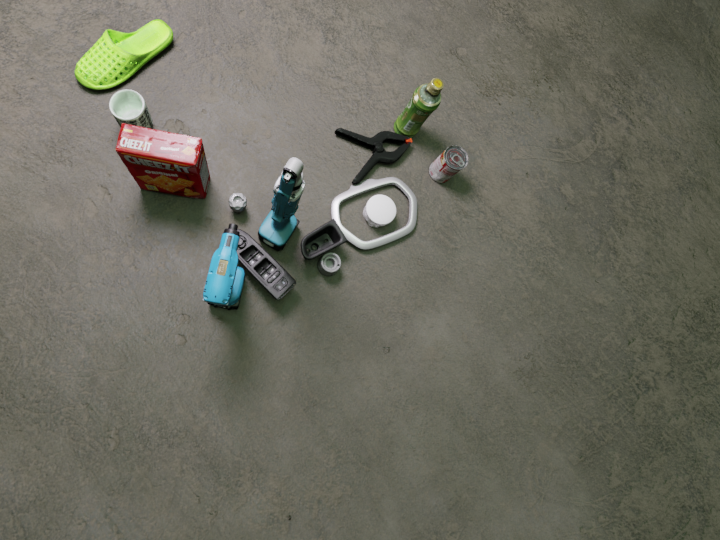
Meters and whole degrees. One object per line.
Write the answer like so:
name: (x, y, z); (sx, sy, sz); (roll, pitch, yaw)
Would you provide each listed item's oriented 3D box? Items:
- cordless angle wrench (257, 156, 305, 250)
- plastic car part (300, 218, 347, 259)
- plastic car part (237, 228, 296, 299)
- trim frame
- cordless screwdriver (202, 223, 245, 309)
cordless angle wrench: (-0.157, -0.135, 0.875); (0.074, 0.426, 0.098); (32, 74, -7)
plastic car part: (-0.103, -0.067, 1.051); (0.115, 0.071, 0.066); (-31, 87, -16)
plastic car part: (-0.247, -0.018, 1.017); (0.204, 0.067, 0.066); (46, 73, 2)
trim frame: (0.040, -0.157, 1.119); (0.245, 0.027, 0.187); (-23, 82, -14)
cordless screwdriver: (-0.287, 0.003, 0.911); (0.073, 0.250, 0.161); (12, 77, -12)
